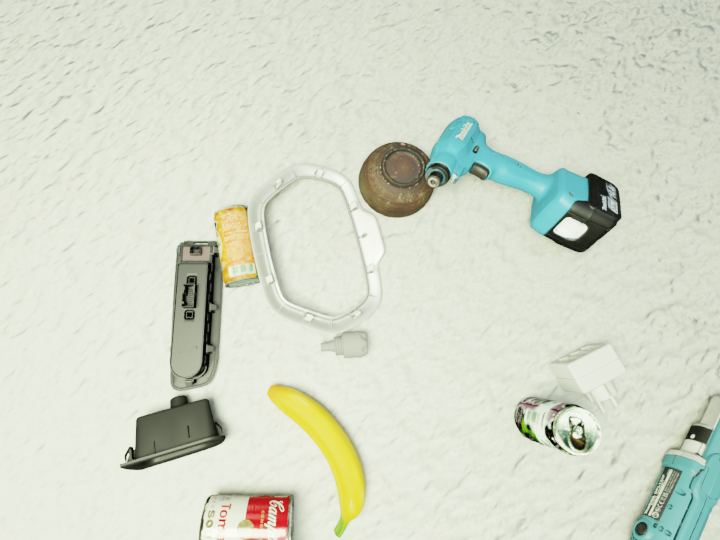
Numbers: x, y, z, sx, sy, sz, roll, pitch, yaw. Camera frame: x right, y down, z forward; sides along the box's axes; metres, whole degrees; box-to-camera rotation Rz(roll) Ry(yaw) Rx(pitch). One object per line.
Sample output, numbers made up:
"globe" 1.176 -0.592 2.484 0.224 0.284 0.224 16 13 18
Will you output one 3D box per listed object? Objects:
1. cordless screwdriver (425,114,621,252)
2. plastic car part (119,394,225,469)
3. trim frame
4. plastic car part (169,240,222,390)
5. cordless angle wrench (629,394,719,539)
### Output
"cordless screwdriver" 0.211 -0.112 0.575 0.253 0.073 0.158 31 50 8
"plastic car part" -0.231 0.197 0.529 0.115 0.064 0.074 -18 65 -10
"trim frame" -0.057 -0.037 0.586 0.179 0.028 0.254 -9 74 -20
"plastic car part" -0.220 0.055 0.562 0.065 0.067 0.205 1 79 -13
"cordless angle wrench" 0.351 0.322 0.491 0.075 0.097 0.421 38 74 4
